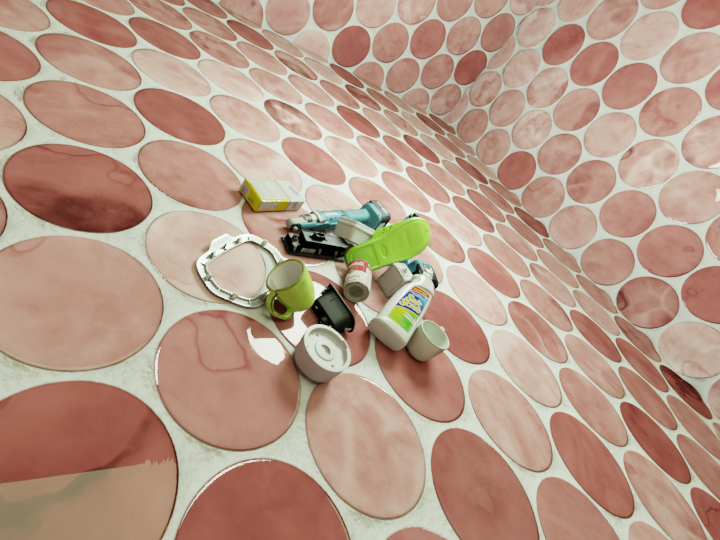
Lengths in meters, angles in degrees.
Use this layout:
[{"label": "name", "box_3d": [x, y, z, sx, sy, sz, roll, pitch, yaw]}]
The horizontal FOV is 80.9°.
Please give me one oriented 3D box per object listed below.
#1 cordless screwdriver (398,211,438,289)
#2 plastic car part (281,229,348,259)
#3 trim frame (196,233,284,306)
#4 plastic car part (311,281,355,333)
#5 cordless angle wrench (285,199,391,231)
[{"label": "cordless screwdriver", "box_3d": [0.156, -0.050, 1.275, 0.070, 0.160, 0.260, 17, 39, -38]}, {"label": "plastic car part", "box_3d": [-0.111, -0.073, 1.140, 0.192, 0.067, 0.070, 12, 34, -40]}, {"label": "trim frame", "box_3d": [-0.254, -0.010, 0.947, 0.187, 0.027, 0.245, 39, 33, 5]}, {"label": "plastic car part", "box_3d": [-0.070, 0.098, 0.964, 0.068, 0.066, 0.121, -19, 65, -37]}, {"label": "cordless angle wrench", "box_3d": [-0.066, -0.157, 1.286, 0.405, 0.074, 0.102, -13, 57, -49]}]
